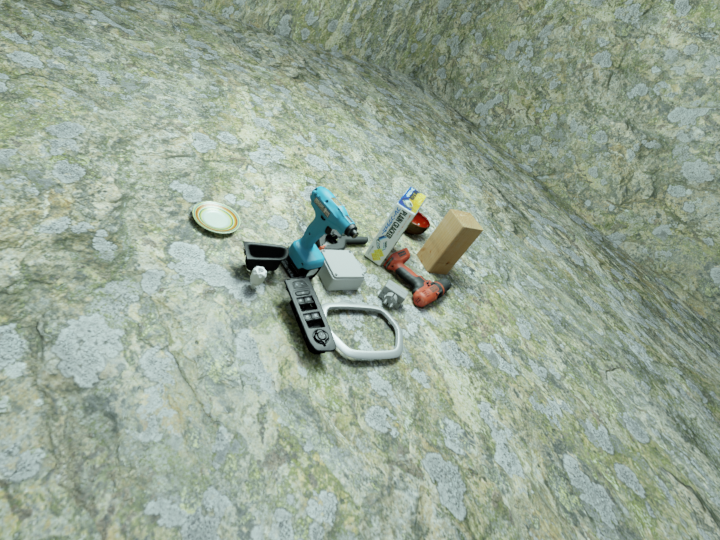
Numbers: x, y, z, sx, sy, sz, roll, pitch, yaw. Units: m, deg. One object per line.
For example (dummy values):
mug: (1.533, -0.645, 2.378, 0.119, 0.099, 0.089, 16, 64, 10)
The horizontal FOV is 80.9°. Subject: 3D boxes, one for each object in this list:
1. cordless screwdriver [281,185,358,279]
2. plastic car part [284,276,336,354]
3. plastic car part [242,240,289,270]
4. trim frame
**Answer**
cordless screwdriver: (-0.103, -0.067, 1.052, 0.071, 0.248, 0.166, -11, 53, -45)
plastic car part: (-0.123, 0.110, 0.975, 0.063, 0.067, 0.213, 0, 44, -36)
plastic car part: (-0.242, -0.026, 1.060, 0.111, 0.071, 0.069, 6, 42, -30)
trim frame: (0.004, 0.144, 1.053, 0.238, 0.027, 0.193, 4, 42, -31)
